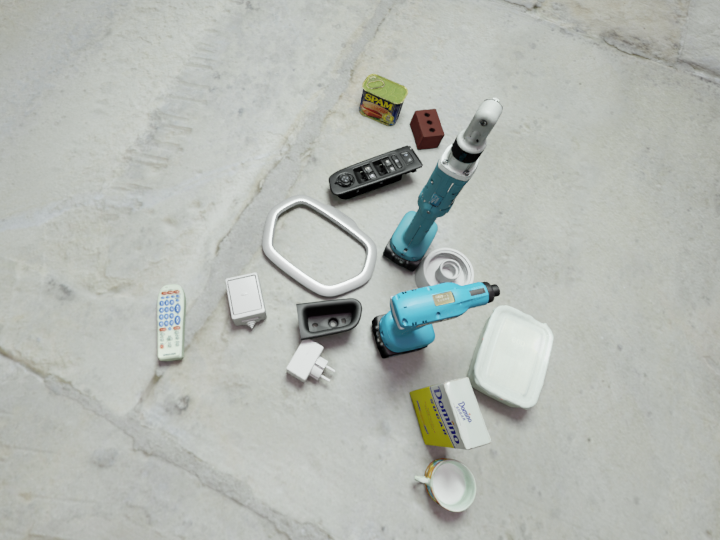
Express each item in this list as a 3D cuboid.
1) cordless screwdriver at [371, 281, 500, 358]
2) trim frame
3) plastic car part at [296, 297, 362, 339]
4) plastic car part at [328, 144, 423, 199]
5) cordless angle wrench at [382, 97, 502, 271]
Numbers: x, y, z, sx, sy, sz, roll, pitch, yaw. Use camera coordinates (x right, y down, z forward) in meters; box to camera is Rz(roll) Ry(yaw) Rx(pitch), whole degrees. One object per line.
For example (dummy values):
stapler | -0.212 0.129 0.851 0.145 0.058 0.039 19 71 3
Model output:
cordless screwdriver | 0.109 0.078 0.695 0.157 0.245 0.076 -11 71 -11
trim frame | -0.084 -0.055 0.860 0.254 0.027 0.183 33 69 11
plastic car part | -0.056 0.092 0.775 0.115 0.070 0.068 -7 69 -7
plastic car part | 0.025 -0.204 0.908 0.200 0.066 0.068 -20 71 -11
cordless angle wrench | 0.123 -0.116 0.686 0.075 0.417 0.098 31 68 4
